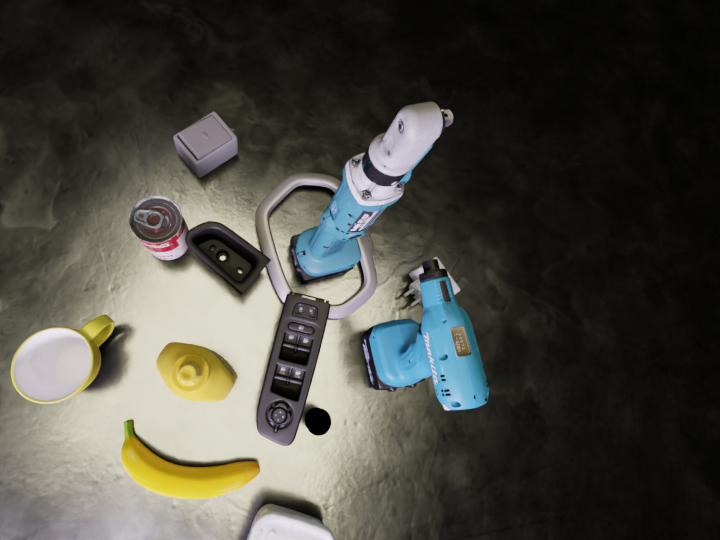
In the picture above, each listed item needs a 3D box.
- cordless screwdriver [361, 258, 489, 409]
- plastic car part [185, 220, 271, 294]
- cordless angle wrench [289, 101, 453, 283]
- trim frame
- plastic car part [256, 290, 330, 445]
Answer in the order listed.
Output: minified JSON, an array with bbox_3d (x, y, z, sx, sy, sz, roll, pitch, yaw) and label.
[{"bbox_3d":[0.068,0.086,0.554,0.073,0.250,0.162,-8,79,-17],"label":"cordless screwdriver"},{"bbox_3d":[-0.200,-0.021,0.630,0.117,0.071,0.066,38,71,0],"label":"plastic car part"},{"bbox_3d":[-0.012,-0.064,0.491,0.096,0.425,0.075,-14,82,-18],"label":"cordless angle wrench"},{"bbox_3d":[-0.067,-0.044,0.684,0.181,0.027,0.253,-18,78,-14],"label":"trim frame"},{"bbox_3d":[-0.100,0.137,0.605,0.065,0.067,0.205,15,72,-9],"label":"plastic car part"}]
